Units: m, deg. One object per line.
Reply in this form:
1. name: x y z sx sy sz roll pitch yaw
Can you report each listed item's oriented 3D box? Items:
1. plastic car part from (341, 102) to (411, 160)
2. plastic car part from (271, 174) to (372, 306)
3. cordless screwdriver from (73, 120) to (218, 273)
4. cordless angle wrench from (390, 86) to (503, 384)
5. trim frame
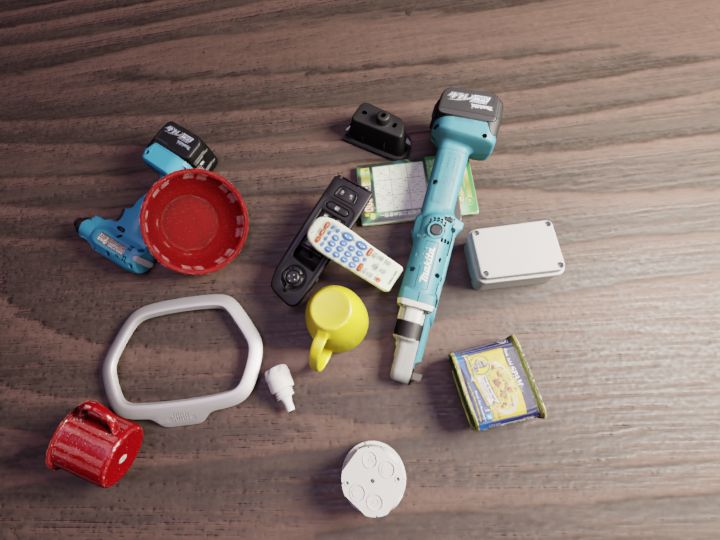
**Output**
1. plastic car part: 0.031 -0.234 0.689 0.121 0.068 0.066 29 78 19
2. plastic car part: -0.062 -0.040 0.632 0.068 0.066 0.203 32 82 8
3. cordless screwdriver: -0.366 -0.133 0.715 0.164 0.072 0.249 26 80 16
4. cordless angle wrench: 0.107 -0.053 0.603 0.100 0.072 0.425 14 80 10
5. trim frame: -0.264 0.130 0.625 0.250 0.027 0.189 -10 68 3
